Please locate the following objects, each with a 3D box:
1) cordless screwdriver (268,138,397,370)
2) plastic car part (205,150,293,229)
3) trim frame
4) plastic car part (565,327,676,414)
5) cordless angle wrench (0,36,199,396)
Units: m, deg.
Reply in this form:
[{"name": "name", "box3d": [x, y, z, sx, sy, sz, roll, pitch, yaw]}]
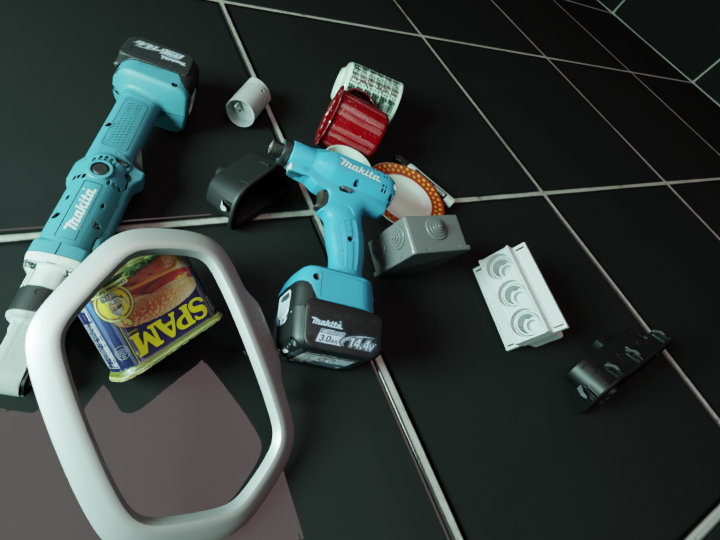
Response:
[{"name": "cordless screwdriver", "box3d": [-0.045, -0.029, 0.456, 0.154, 0.075, 0.254, 19, 58, -20]}, {"name": "plastic car part", "box3d": [-0.141, -0.108, 0.518, 0.074, 0.064, 0.115, 33, 50, 18]}, {"name": "trim frame", "box3d": [-0.137, 0.085, 0.331, 0.178, 0.028, 0.248, -25, 92, -43]}, {"name": "plastic car part", "box3d": [0.339, 0.122, 0.562, 0.196, 0.065, 0.070, -21, 59, -35]}, {"name": "cordless angle wrench", "box3d": [-0.264, -0.088, 0.436, 0.095, 0.074, 0.434, 14, 53, -17]}]
